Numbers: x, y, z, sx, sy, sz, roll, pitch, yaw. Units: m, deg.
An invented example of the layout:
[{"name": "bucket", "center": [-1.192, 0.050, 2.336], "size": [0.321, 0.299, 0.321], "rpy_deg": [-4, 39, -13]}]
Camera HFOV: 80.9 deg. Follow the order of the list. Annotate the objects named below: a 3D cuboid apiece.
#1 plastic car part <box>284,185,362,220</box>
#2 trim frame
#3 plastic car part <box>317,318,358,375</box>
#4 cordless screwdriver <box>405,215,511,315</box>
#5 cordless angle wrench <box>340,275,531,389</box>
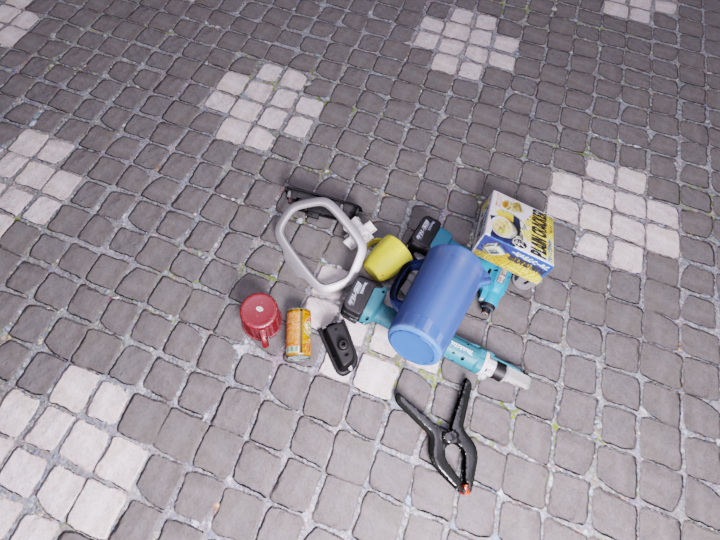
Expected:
[{"name": "plastic car part", "center": [-0.095, -0.161, 1.062], "size": [0.204, 0.065, 0.068], "rpy_deg": [11, 75, 3]}, {"name": "trim frame", "center": [-0.098, -0.064, 1.002], "size": [0.184, 0.027, 0.256], "rpy_deg": [-40, 74, 2]}, {"name": "plastic car part", "center": [-0.042, 0.159, 0.904], "size": [0.065, 0.069, 0.121], "rpy_deg": [-19, 64, -12]}, {"name": "cordless screwdriver", "center": [0.225, -0.012, 0.994], "size": [0.252, 0.073, 0.159], "rpy_deg": [27, 66, 7]}, {"name": "cordless angle wrench", "center": [0.163, 0.148, 0.917], "size": [0.430, 0.073, 0.098], "rpy_deg": [26, 66, 8]}]
